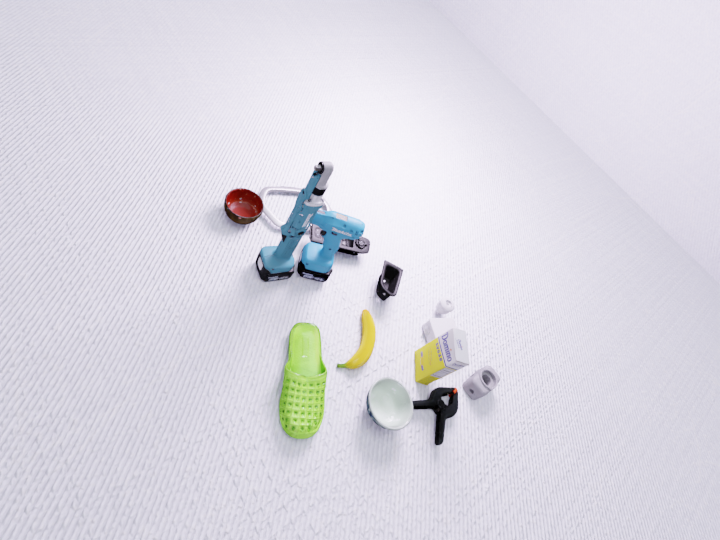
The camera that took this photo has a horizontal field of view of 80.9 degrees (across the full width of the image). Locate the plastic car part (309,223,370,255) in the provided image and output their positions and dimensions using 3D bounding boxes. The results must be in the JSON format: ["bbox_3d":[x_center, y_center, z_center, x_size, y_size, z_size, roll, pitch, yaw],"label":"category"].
[{"bbox_3d":[-0.066,-0.083,1.275,0.196,0.067,0.068,11,53,-19],"label":"plastic car part"}]

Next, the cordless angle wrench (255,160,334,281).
[{"bbox_3d":[-0.154,-0.110,1.016,0.094,0.424,0.077,-6,62,-32],"label":"cordless angle wrench"}]

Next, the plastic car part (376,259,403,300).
[{"bbox_3d":[0.075,0.040,1.248,0.065,0.071,0.118,27,49,-8],"label":"plastic car part"}]

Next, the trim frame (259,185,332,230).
[{"bbox_3d":[-0.201,-0.198,1.322,0.239,0.027,0.191,-1,57,-26],"label":"trim frame"}]

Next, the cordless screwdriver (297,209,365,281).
[{"bbox_3d":[-0.110,-0.072,1.125,0.155,0.249,0.076,19,52,-16],"label":"cordless screwdriver"}]
